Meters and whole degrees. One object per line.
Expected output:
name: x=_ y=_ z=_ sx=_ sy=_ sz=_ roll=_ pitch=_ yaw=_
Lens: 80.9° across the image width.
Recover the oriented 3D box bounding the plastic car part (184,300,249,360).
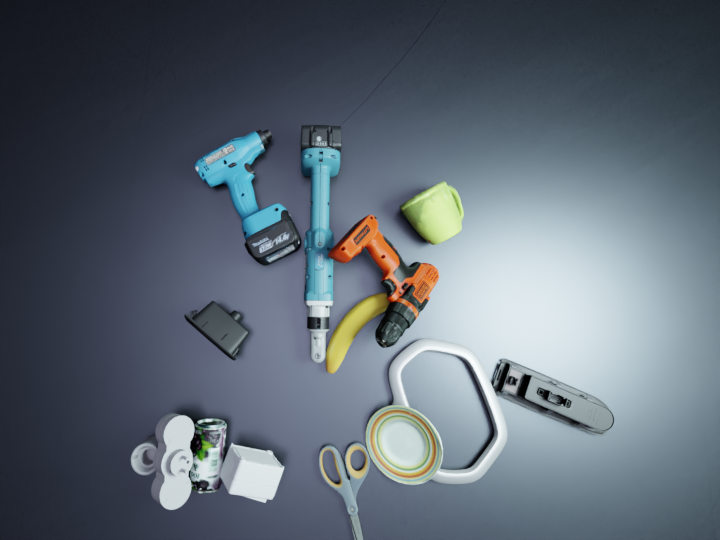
plastic car part: x=-0.250 y=0.100 z=0.763 sx=0.117 sy=0.066 sz=0.071 roll=36 pitch=68 yaw=2

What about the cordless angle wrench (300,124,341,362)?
cordless angle wrench: x=-0.075 y=-0.049 z=0.769 sx=0.074 sy=0.098 sz=0.426 roll=1 pitch=83 yaw=-5

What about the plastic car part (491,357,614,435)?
plastic car part: x=0.339 y=0.220 z=0.725 sx=0.204 sy=0.066 sz=0.066 roll=23 pitch=74 yaw=2

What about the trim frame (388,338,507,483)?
trim frame: x=0.148 y=0.242 z=0.741 sx=0.183 sy=0.027 sz=0.252 roll=-20 pitch=82 yaw=-3

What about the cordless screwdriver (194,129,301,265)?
cordless screwdriver: x=-0.190 y=-0.144 z=0.797 sx=0.158 sy=0.073 sz=0.255 roll=-32 pitch=77 yaw=-5
